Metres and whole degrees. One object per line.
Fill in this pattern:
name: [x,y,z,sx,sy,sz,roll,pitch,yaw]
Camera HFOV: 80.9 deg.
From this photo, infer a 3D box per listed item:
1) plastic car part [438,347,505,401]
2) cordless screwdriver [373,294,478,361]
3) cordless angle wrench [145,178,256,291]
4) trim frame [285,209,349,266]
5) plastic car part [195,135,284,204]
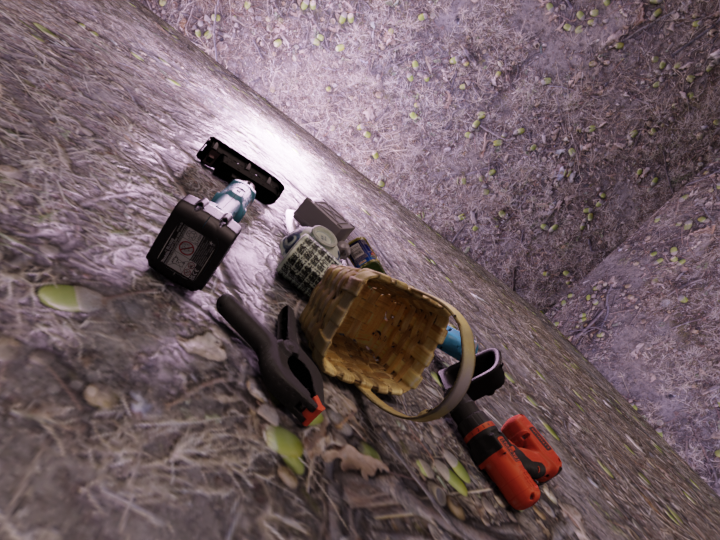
plastic car part: [0.214,0.200,0.767,0.068,0.118,0.067,60,10,-22]
cordless screwdriver: [0.101,0.104,0.807,0.235,0.074,0.168,24,2,-44]
cordless angle wrench: [-0.209,-0.097,0.663,0.072,0.098,0.433,32,14,-16]
trim frame: [-0.091,-0.059,0.929,0.177,0.027,0.258,31,16,-24]
plastic car part: [-0.247,-0.200,0.900,0.192,0.067,0.070,27,30,-35]
